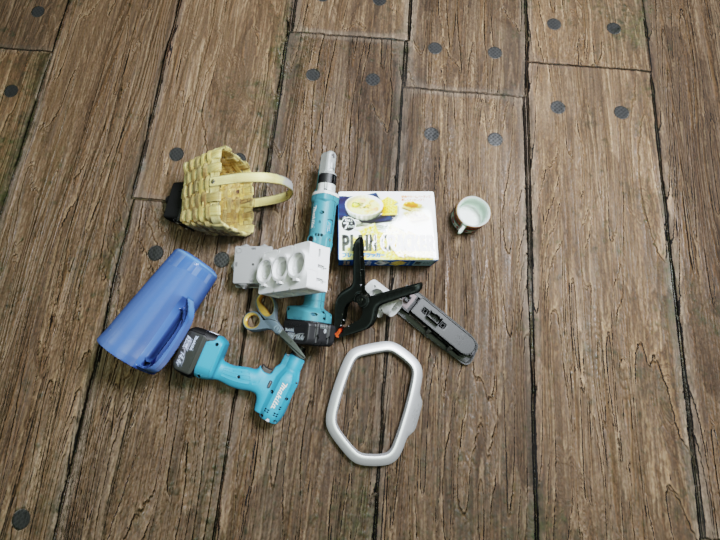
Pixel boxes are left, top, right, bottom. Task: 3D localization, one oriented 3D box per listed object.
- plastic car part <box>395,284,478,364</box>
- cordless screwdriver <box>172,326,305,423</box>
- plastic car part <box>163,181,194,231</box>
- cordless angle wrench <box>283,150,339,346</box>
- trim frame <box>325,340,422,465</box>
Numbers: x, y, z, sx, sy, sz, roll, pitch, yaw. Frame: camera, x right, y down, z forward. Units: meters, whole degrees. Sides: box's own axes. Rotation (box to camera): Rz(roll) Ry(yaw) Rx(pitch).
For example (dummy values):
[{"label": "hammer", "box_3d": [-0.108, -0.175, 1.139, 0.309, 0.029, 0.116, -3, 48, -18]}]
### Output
[{"label": "plastic car part", "box_3d": [0.165, 0.112, 0.890, 0.206, 0.066, 0.066, 40, 72, 7]}, {"label": "cordless screwdriver", "box_3d": [-0.244, 0.187, 0.870, 0.250, 0.074, 0.159, 25, 77, 3]}, {"label": "plastic car part", "box_3d": [-0.416, -0.154, 0.974, 0.073, 0.063, 0.118, -1, 72, 13]}, {"label": "cordless angle wrench", "box_3d": [-0.088, -0.058, 0.901, 0.102, 0.070, 0.427, -6, 74, 45]}, {"label": "trim frame", "box_3d": [0.033, 0.268, 0.867, 0.186, 0.027, 0.250, 17, 74, 6]}]
